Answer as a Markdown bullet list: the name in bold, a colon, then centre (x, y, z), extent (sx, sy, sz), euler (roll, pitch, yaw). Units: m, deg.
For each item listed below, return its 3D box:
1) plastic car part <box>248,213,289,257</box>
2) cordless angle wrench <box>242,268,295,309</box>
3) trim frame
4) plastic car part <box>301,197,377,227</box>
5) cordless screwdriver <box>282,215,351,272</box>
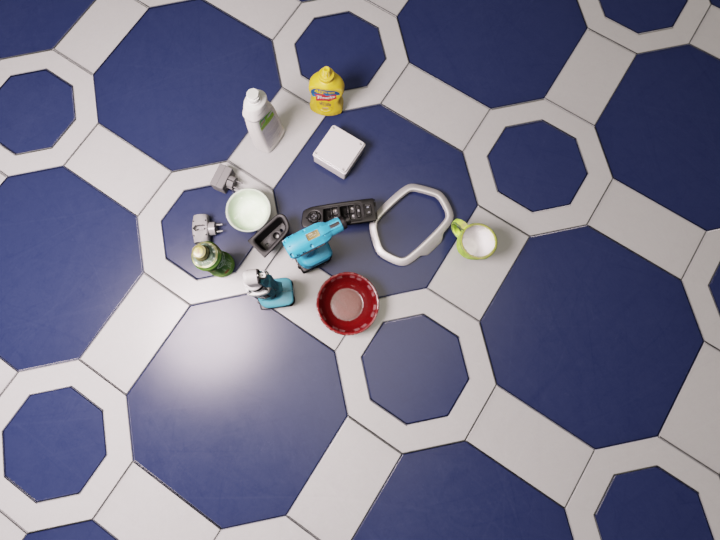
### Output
- **plastic car part**: centre (-0.234, -0.093, 1.136), extent (0.067, 0.070, 0.116), euler (44, 82, 5)
- **cordless angle wrench**: centre (-0.208, 0.038, 0.933), extent (0.097, 0.419, 0.075), euler (-7, 83, -5)
- **trim frame**: centre (0.138, -0.127, 1.157), extent (0.247, 0.027, 0.187), euler (-44, 81, -7)
- **plastic car part**: centre (-0.060, -0.148, 1.145), extent (0.203, 0.066, 0.067), euler (-6, 81, -1)
- **cordless screwdriver**: centre (-0.102, -0.066, 1.039), extent (0.158, 0.247, 0.075), euler (-27, 85, -6)
